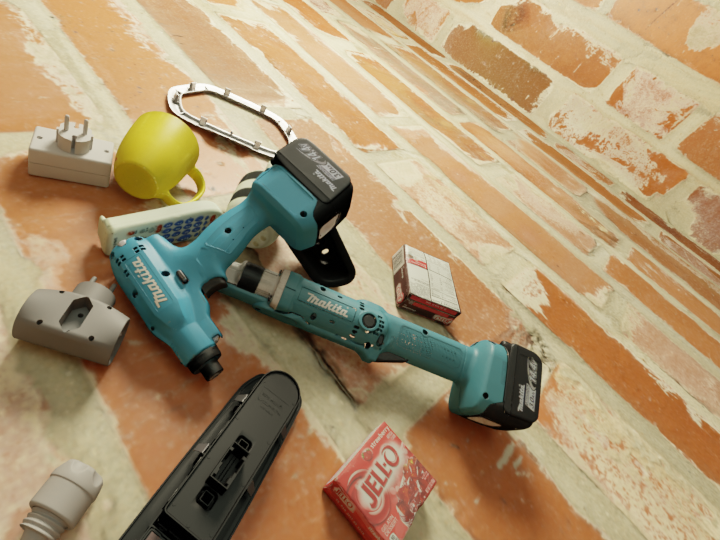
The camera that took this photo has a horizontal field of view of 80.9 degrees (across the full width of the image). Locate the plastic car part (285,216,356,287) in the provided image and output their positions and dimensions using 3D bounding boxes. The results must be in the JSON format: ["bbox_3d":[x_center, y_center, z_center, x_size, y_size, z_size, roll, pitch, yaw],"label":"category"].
[{"bbox_3d":[-0.056,-0.036,0.569,0.111,0.066,0.074,61,5,-34],"label":"plastic car part"}]

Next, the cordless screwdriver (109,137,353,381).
[{"bbox_3d":[-0.111,-0.019,0.439,0.246,0.073,0.163,-37,76,-18],"label":"cordless screwdriver"}]

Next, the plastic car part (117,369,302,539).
[{"bbox_3d":[-0.105,0.151,0.340,0.067,0.066,0.202,29,34,4],"label":"plastic car part"}]

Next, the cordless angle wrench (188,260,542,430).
[{"bbox_3d":[0.002,0.068,0.494,0.419,0.074,0.099,23,64,-5],"label":"cordless angle wrench"}]

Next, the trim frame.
[{"bbox_3d":[-0.222,-0.276,0.765,0.241,0.027,0.189,22,39,-17],"label":"trim frame"}]
